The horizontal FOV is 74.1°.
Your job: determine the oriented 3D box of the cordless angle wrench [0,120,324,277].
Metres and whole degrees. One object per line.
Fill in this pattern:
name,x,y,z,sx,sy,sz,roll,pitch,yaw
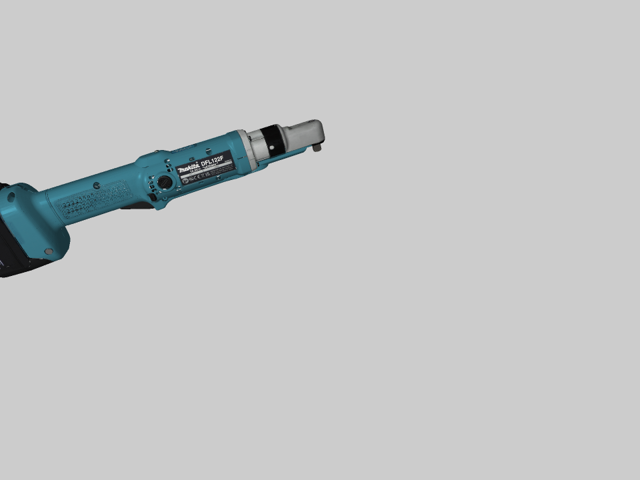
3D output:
cordless angle wrench,-0.192,-0.076,0.520,0.422,0.098,0.074,-20,30,-11
